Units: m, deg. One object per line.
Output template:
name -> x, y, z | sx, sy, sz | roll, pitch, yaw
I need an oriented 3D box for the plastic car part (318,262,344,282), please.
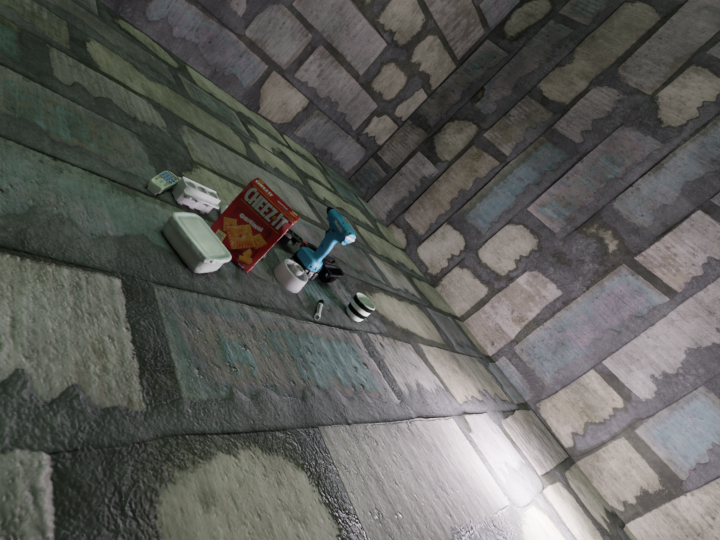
plastic car part -> -0.116, 0.019, 1.556 | 0.069, 0.071, 0.111 | 53, 17, 23

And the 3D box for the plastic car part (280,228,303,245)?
plastic car part -> -0.301, -0.152, 1.527 | 0.199, 0.067, 0.067 | 42, 16, -11

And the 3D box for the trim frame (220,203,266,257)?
trim frame -> -0.373, -0.129, 1.356 | 0.174, 0.028, 0.261 | 31, 21, -41

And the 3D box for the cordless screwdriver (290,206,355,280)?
cordless screwdriver -> -0.141, -0.092, 1.439 | 0.070, 0.250, 0.167 | 25, 26, -52
